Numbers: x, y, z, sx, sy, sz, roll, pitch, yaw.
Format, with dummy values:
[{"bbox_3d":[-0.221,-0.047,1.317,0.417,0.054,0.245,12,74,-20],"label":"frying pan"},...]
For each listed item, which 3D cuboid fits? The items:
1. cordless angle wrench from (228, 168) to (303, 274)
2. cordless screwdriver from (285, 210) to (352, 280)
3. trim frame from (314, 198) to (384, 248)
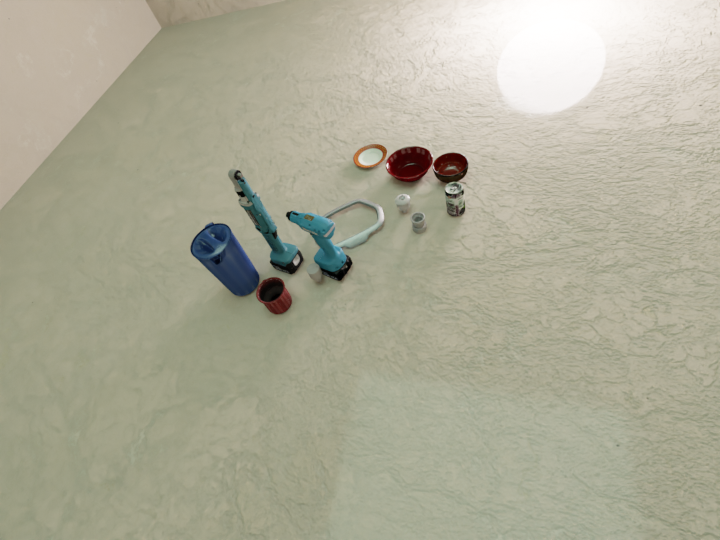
[{"bbox_3d":[-0.283,-0.139,1.241,0.103,0.403,0.074,18,61,28],"label":"cordless angle wrench"},{"bbox_3d":[-0.122,-0.080,1.245,0.168,0.237,0.074,23,64,31],"label":"cordless screwdriver"},{"bbox_3d":[-0.041,-0.152,1.405,0.249,0.026,0.193,-26,50,0],"label":"trim frame"}]
